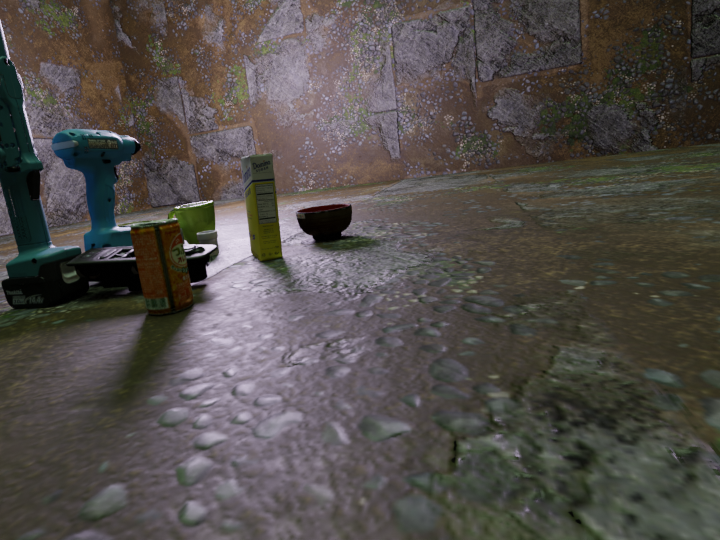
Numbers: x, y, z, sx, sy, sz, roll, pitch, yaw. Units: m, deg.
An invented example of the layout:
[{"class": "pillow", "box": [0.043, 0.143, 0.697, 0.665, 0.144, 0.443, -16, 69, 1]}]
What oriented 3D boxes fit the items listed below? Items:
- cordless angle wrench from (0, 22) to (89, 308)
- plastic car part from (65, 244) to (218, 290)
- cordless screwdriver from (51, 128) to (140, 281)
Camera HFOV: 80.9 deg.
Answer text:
[{"class": "cordless angle wrench", "box": [-0.482, -0.159, 0.591, 0.100, 0.417, 0.073, -4, 11, 15]}, {"class": "plastic car part", "box": [-0.306, -0.005, 0.607, 0.204, 0.066, 0.067, -6, 12, 4]}, {"class": "cordless screwdriver", "box": [-0.417, -0.112, 0.722, 0.076, 0.245, 0.157, -4, 12, 15]}]
